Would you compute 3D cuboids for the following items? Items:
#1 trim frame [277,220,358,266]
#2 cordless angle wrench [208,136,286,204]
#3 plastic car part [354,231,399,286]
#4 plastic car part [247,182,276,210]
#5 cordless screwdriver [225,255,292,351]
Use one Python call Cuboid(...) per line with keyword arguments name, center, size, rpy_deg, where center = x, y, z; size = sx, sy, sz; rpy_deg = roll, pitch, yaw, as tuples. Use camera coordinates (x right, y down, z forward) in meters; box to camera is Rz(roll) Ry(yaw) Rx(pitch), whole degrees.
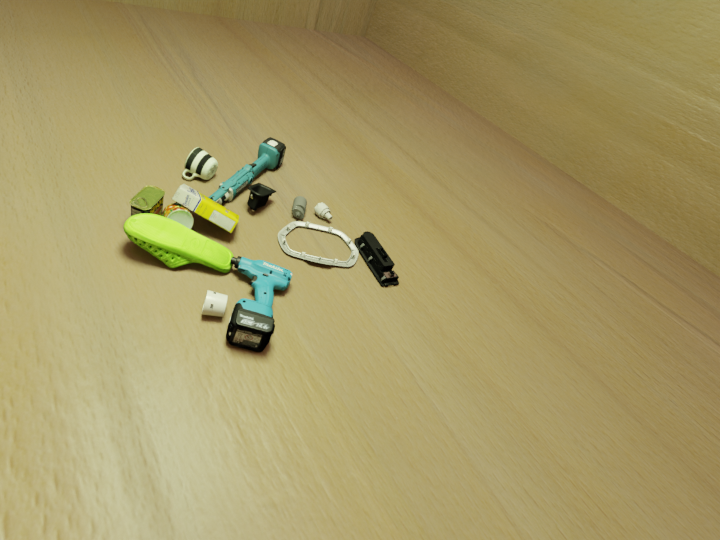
Cuboid(name="trim frame", center=(-0.122, -0.080, 1.248), size=(0.243, 0.027, 0.190), rpy_deg=(12, 41, -13))
Cuboid(name="cordless angle wrench", center=(-0.372, -0.301, 1.354), size=(0.075, 0.097, 0.423), rpy_deg=(26, 44, 3))
Cuboid(name="plastic car part", center=(0.046, -0.045, 1.257), size=(0.064, 0.066, 0.214), rpy_deg=(-12, 47, -26))
Cuboid(name="plastic car part", center=(-0.314, -0.219, 1.289), size=(0.066, 0.070, 0.116), rpy_deg=(24, 23, 2))
Cuboid(name="cordless screwdriver", center=(-0.257, 0.061, 0.990), size=(0.157, 0.074, 0.254), rpy_deg=(19, 36, -9))
